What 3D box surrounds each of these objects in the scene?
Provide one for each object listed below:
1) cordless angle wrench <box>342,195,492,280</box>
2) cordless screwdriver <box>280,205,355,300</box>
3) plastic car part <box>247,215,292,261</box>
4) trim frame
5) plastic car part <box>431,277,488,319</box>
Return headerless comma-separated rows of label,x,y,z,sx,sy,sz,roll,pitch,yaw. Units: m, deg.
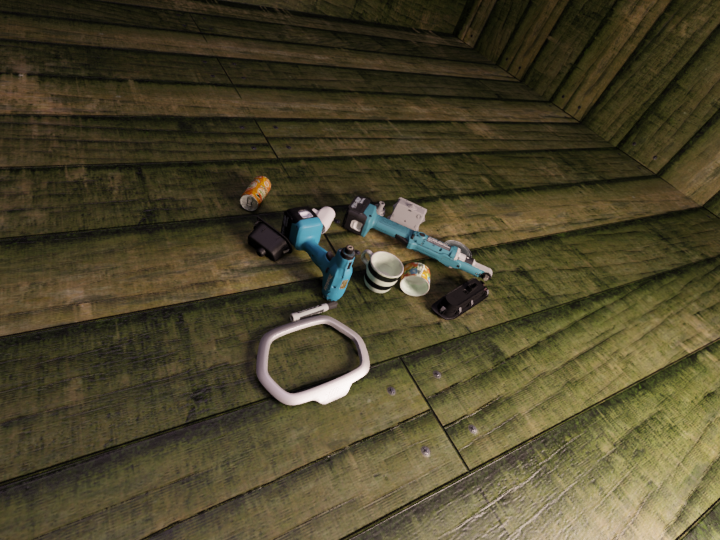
cordless angle wrench,0.158,-0.079,1.165,0.432,0.073,0.097,25,43,10
cordless screwdriver,-0.099,-0.065,1.011,0.072,0.157,0.261,-12,50,-34
plastic car part,-0.232,-0.067,1.042,0.120,0.065,0.070,38,60,13
trim frame,-0.095,0.178,0.859,0.239,0.027,0.193,-14,51,-34
plastic car part,0.266,0.067,1.085,0.197,0.066,0.069,-26,67,-35
